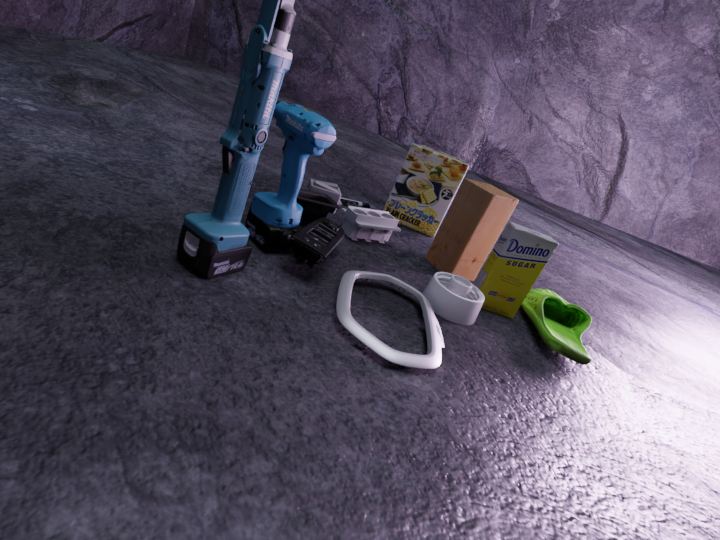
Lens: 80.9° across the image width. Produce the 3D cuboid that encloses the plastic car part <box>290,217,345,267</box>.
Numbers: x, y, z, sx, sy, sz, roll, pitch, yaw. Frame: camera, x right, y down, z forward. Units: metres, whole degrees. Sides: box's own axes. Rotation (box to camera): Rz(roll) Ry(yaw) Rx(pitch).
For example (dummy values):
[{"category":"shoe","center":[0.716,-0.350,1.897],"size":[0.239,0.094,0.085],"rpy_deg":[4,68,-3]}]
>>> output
[{"category":"plastic car part","center":[-0.076,-0.050,0.775],"size":[0.067,0.066,0.202],"rpy_deg":[23,24,3]}]

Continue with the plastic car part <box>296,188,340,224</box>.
[{"category":"plastic car part","center":[-0.116,-0.133,0.914],"size":[0.111,0.070,0.070],"rpy_deg":[4,29,-35]}]

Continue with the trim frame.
[{"category":"trim frame","center":[0.049,0.069,0.673],"size":[0.183,0.027,0.252],"rpy_deg":[19,24,-5]}]

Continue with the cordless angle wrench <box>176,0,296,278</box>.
[{"category":"cordless angle wrench","center":[-0.154,-0.188,0.570],"size":[0.078,0.419,0.094],"rpy_deg":[34,25,23]}]

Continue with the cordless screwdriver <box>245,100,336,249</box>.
[{"category":"cordless screwdriver","center":[-0.142,-0.171,0.755],"size":[0.071,0.246,0.168],"rpy_deg":[-1,33,-44]}]
